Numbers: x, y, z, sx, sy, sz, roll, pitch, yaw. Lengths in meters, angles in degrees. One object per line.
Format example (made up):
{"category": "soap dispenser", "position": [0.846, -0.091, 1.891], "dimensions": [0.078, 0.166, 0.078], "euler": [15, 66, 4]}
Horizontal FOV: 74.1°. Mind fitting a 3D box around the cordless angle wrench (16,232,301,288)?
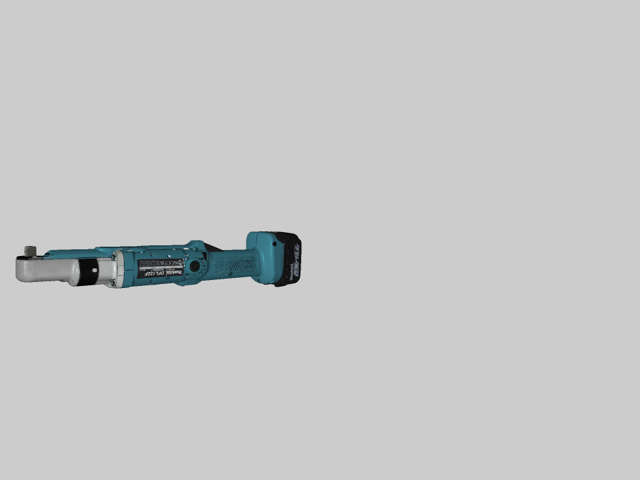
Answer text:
{"category": "cordless angle wrench", "position": [-0.199, 0.034, 0.629], "dimensions": [0.074, 0.098, 0.422], "euler": [5, 3, 41]}
